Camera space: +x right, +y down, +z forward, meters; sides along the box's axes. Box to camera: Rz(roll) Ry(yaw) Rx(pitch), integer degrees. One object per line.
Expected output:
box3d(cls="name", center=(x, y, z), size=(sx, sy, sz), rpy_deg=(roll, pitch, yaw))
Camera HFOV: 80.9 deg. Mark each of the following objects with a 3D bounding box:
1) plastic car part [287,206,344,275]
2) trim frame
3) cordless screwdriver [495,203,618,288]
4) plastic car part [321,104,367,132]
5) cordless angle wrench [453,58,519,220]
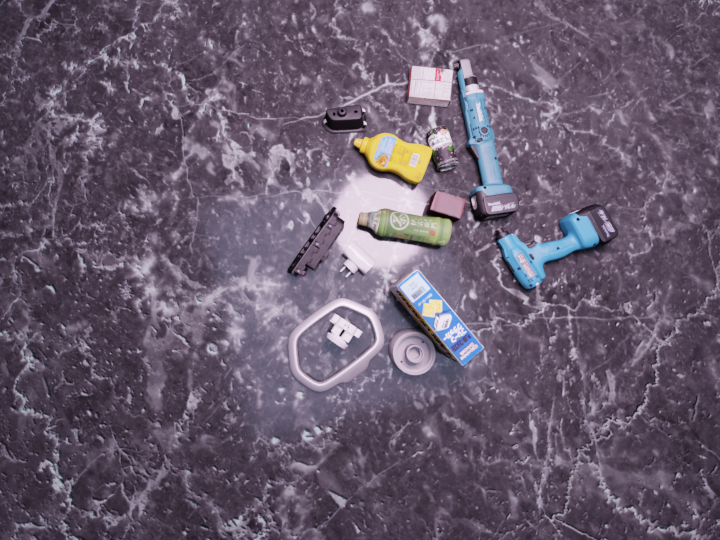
box3d(cls="plastic car part", center=(-0.102, -0.067, 1.045), size=(0.066, 0.067, 0.203), rpy_deg=(31, 85, -8))
box3d(cls="trim frame", center=(-0.062, 0.181, 1.030), size=(0.247, 0.027, 0.187), rpy_deg=(-37, 82, -5))
box3d(cls="cordless screwdriver", center=(0.464, -0.082, 1.023), size=(0.249, 0.073, 0.161), rpy_deg=(-30, 83, 2))
box3d(cls="plastic car part", center=(-0.040, -0.393, 1.081), size=(0.116, 0.070, 0.066), rpy_deg=(-5, 83, -3))
box3d(cls="cordless angle wrench", center=(0.301, -0.340, 1.064), size=(0.098, 0.073, 0.428), rpy_deg=(-9, 80, -1))
